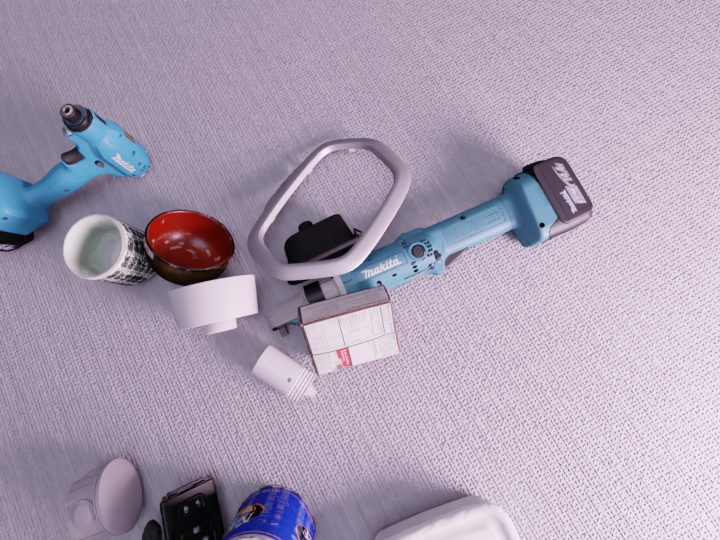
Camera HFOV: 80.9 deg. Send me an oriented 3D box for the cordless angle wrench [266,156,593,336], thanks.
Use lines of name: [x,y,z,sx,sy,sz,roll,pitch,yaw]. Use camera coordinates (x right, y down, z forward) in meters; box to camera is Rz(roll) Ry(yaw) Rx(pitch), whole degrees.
cordless angle wrench: [0.074,-0.020,0.550,0.423,0.073,0.100,-23,80,0]

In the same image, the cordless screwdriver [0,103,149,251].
cordless screwdriver: [-0.419,-0.122,0.553,0.248,0.157,0.076,-29,82,-2]

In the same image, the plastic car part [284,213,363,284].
plastic car part: [-0.055,-0.036,0.566,0.116,0.064,0.073,-22,68,0]

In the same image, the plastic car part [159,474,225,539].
plastic car part: [-0.189,0.355,0.484,0.069,0.063,0.207,-30,72,34]

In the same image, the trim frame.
trim frame: [-0.042,-0.088,0.554,0.193,0.026,0.248,20,66,27]
